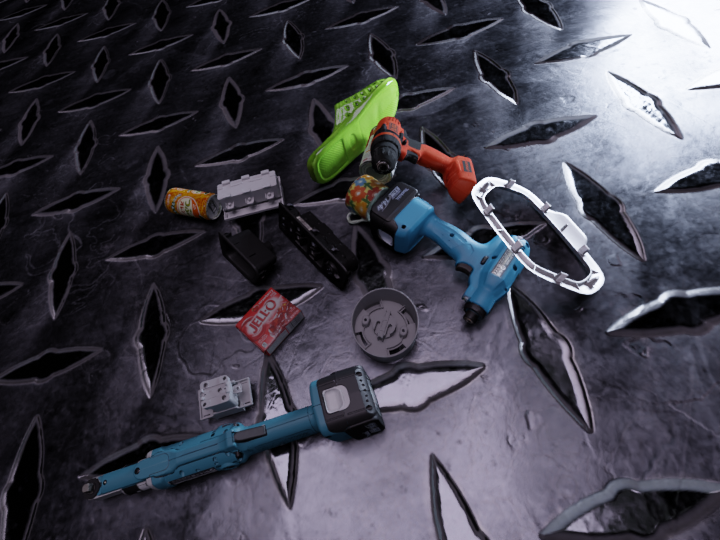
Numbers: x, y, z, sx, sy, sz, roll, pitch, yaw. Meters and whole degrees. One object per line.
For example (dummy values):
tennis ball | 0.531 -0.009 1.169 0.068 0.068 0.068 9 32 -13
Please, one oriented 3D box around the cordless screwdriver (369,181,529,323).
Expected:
cordless screwdriver | 0.124 -0.033 0.689 0.260 0.071 0.158 31 69 23

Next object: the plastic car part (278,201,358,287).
plastic car part | -0.074 -0.048 0.753 0.065 0.065 0.214 -18 50 -32

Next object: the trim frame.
trim frame | 0.276 -0.066 0.662 0.177 0.027 0.260 -2 48 -29

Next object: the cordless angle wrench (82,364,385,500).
cordless angle wrench | -0.181 0.240 0.579 0.425 0.093 0.077 -20 57 4

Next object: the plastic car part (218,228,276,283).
plastic car part | -0.197 -0.032 0.771 0.122 0.064 0.070 36 56 25
